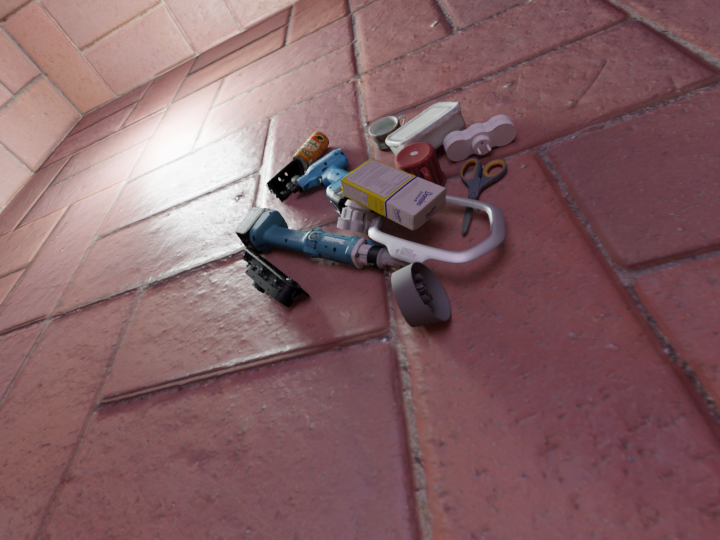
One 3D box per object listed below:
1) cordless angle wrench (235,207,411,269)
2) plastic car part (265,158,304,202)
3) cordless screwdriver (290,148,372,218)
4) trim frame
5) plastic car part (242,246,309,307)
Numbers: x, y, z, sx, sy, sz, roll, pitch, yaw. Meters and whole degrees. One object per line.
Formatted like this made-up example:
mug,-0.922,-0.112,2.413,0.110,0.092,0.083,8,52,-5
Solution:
cordless angle wrench,-0.085,-0.055,0.865,0.446,0.070,0.098,14,59,36
plastic car part,-0.204,-0.240,1.117,0.074,0.063,0.116,4,49,51
cordless screwdriver,-0.065,-0.190,0.975,0.159,0.070,0.262,-34,39,-2
trim frame,0.128,-0.078,0.744,0.263,0.026,0.182,21,53,40
plastic car part,-0.185,0.017,0.862,0.215,0.062,0.067,26,77,43
